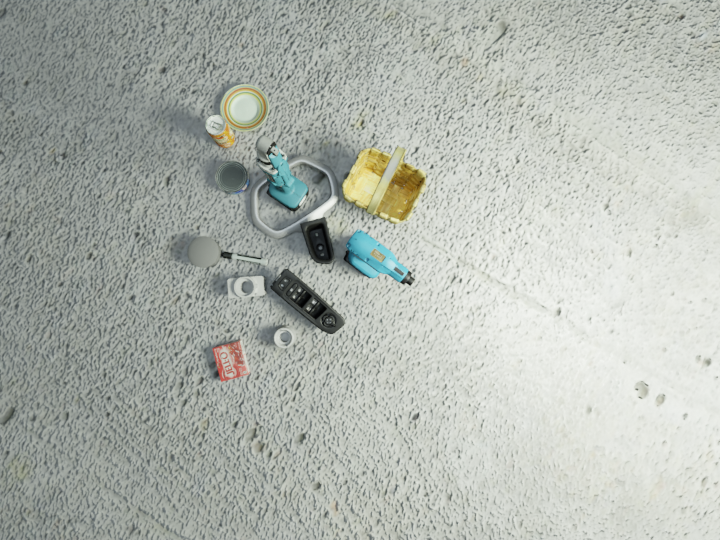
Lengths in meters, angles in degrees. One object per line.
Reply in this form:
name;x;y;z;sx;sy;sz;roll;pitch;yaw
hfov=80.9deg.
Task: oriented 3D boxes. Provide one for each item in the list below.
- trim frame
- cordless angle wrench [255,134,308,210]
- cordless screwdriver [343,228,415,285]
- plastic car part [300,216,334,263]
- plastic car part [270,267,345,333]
trim frame;-0.176;-0.192;1.108;0.248;0.027;0.186;-33;85;-1
cordless angle wrench;-0.176;-0.210;0.913;0.098;0.422;0.074;35;87;-2
cordless screwdriver;0.038;-0.020;0.976;0.160;0.248;0.074;37;87;0
plastic car part;-0.105;-0.069;1.074;0.066;0.070;0.117;-16;86;-2
plastic car part;-0.130;0.082;1.063;0.205;0.066;0.066;40;87;4
